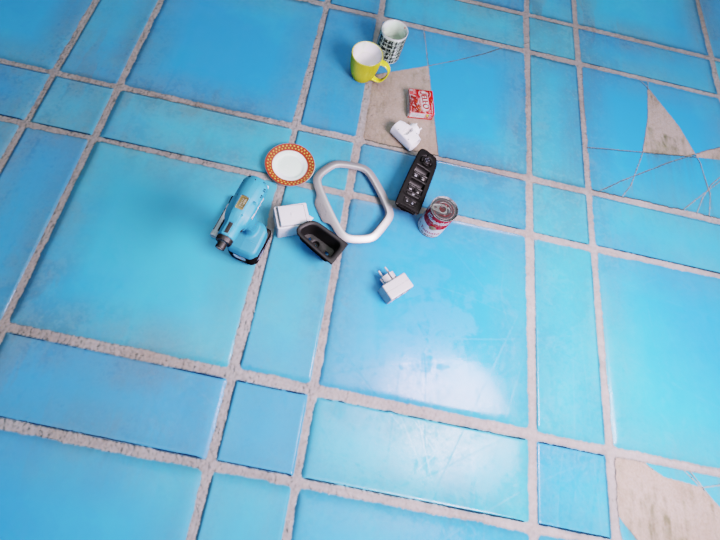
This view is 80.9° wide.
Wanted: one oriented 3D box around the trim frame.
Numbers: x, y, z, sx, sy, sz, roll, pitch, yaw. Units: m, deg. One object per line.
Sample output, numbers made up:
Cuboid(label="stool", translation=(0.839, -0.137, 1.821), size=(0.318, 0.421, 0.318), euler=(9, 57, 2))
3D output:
Cuboid(label="trim frame", translation=(-0.023, -0.179, 1.080), size=(0.181, 0.027, 0.255), euler=(-21, 72, -14))

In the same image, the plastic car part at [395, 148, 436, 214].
Cuboid(label="plastic car part", translation=(0.145, -0.226, 1.098), size=(0.067, 0.066, 0.204), euler=(24, 67, 0))

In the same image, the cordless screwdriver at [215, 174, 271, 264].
Cuboid(label="cordless screwdriver", translation=(-0.249, -0.076, 0.893), size=(0.074, 0.247, 0.160), euler=(24, 68, -3))

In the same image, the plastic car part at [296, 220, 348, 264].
Cuboid(label="plastic car part", translation=(-0.098, -0.064, 1.001), size=(0.118, 0.070, 0.065), euler=(38, 68, 7))
